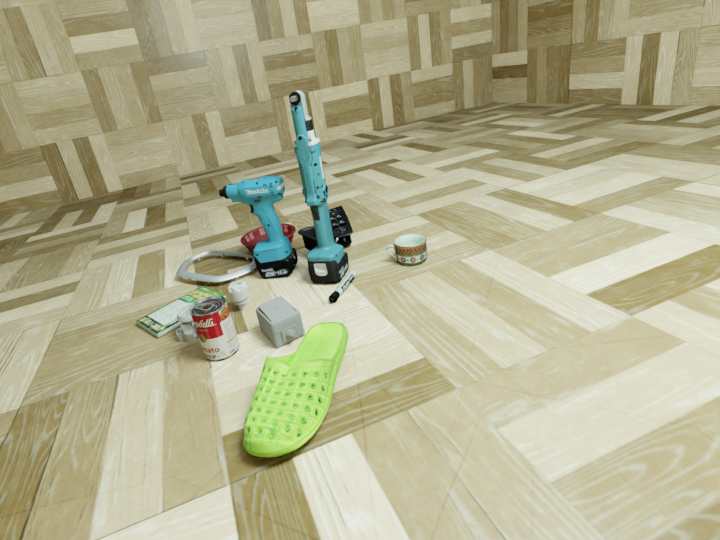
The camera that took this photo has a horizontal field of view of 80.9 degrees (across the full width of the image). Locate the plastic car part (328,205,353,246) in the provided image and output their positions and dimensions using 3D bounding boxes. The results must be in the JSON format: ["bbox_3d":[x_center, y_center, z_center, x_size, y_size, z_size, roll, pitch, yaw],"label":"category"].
[{"bbox_3d":[-0.063,-0.121,1.202,0.066,0.065,0.210,-13,26,-6],"label":"plastic car part"}]

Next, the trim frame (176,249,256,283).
[{"bbox_3d":[-0.387,-0.015,1.156,0.259,0.027,0.182,4,30,28],"label":"trim frame"}]

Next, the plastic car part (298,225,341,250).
[{"bbox_3d":[-0.109,-0.071,1.115,0.064,0.069,0.123,-28,31,-35],"label":"plastic car part"}]

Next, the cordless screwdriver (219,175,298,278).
[{"bbox_3d":[-0.246,-0.104,1.037,0.163,0.242,0.075,-4,24,13],"label":"cordless screwdriver"}]

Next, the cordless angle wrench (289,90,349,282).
[{"bbox_3d":[-0.100,-0.174,0.930,0.077,0.411,0.097,0,24,19],"label":"cordless angle wrench"}]
